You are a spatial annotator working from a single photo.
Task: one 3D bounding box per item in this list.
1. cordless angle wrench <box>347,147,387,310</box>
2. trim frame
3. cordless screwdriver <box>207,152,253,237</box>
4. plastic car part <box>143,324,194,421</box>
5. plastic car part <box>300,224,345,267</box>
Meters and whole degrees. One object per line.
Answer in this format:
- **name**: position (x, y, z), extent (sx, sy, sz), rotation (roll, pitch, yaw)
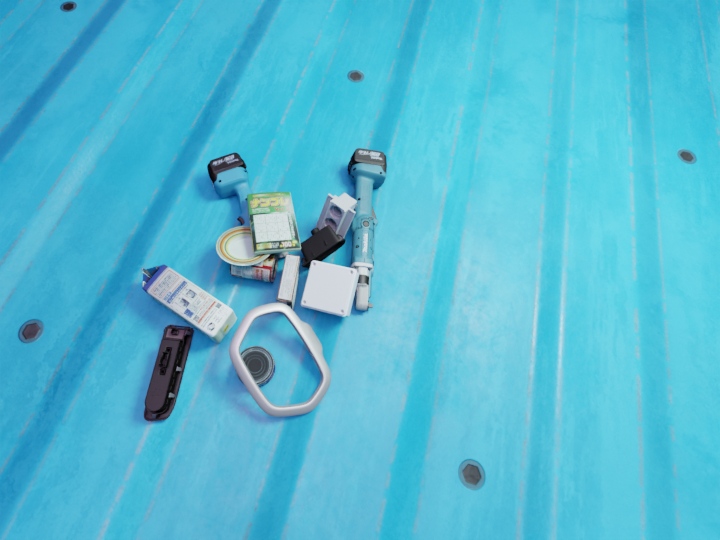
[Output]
- **cordless angle wrench**: position (0.009, -0.107, 1.059), extent (0.097, 0.074, 0.431), rotation (6, 68, -9)
- **trim frame**: position (-0.167, 0.189, 0.897), extent (0.181, 0.028, 0.249), rotation (-33, 88, -20)
- **cordless screwdriver**: position (-0.319, -0.169, 1.074), extent (0.157, 0.073, 0.256), rotation (-28, 73, -15)
- **plastic car part**: position (-0.412, 0.213, 0.899), extent (0.065, 0.067, 0.207), rotation (8, 67, -9)
- **plastic car part**: position (-0.098, -0.064, 1.005), extent (0.117, 0.064, 0.073), rotation (-37, 78, 12)
